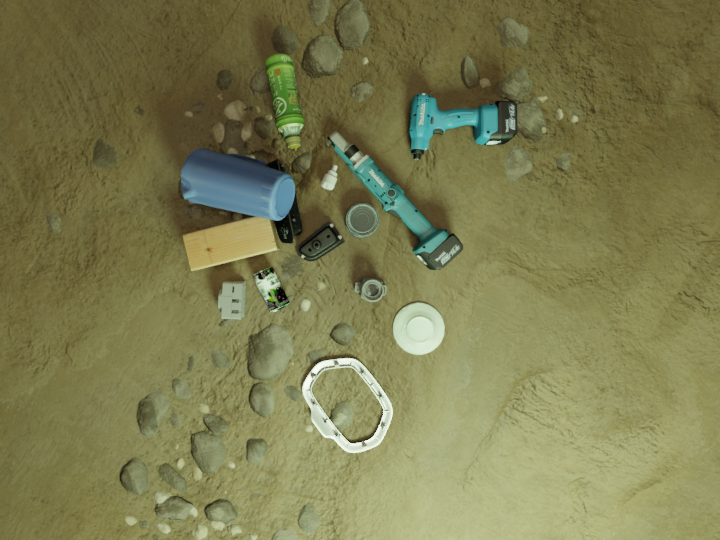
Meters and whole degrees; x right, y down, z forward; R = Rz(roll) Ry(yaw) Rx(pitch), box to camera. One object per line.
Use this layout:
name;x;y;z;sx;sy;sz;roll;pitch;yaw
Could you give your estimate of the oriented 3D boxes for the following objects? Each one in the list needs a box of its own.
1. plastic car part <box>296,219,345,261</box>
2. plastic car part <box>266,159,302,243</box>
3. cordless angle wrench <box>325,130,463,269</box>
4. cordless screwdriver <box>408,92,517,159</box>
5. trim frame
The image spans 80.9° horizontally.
plastic car part;-0.101;-0.066;1.032;0.116;0.071;0.066;-36;91;-4
plastic car part;-0.186;-0.165;1.039;0.069;0.064;0.204;-12;86;38
cordless angle wrench;0.071;-0.183;1.036;0.098;0.074;0.425;-42;87;-2
cordless screwdriver;0.244;-0.343;1.036;0.250;0.074;0.159;5;90;4
trim frame;-0.032;0.333;1.046;0.184;0.027;0.248;-36;91;0
